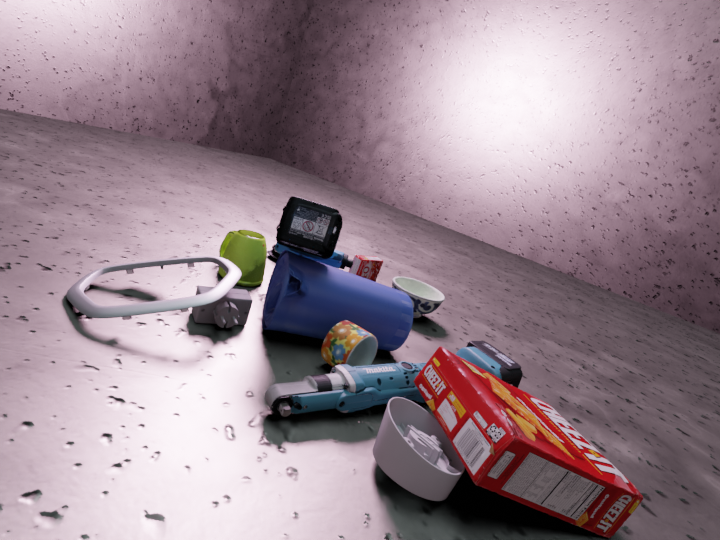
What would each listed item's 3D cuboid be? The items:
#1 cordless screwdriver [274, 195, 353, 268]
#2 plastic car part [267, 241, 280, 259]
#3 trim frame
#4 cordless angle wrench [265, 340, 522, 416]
[{"bbox_3d":[-0.074,-0.048,0.755,0.158,0.075,0.249,19,-10,-6],"label":"cordless screwdriver"},{"bbox_3d":[-0.139,-0.026,1.022,0.212,0.066,0.064,22,23,25],"label":"plastic car part"},{"bbox_3d":[-0.306,0.019,0.642,0.243,0.027,0.193,-9,28,-17],"label":"trim frame"},{"bbox_3d":[0.060,0.159,0.601,0.404,0.073,0.103,4,21,-33],"label":"cordless angle wrench"}]
